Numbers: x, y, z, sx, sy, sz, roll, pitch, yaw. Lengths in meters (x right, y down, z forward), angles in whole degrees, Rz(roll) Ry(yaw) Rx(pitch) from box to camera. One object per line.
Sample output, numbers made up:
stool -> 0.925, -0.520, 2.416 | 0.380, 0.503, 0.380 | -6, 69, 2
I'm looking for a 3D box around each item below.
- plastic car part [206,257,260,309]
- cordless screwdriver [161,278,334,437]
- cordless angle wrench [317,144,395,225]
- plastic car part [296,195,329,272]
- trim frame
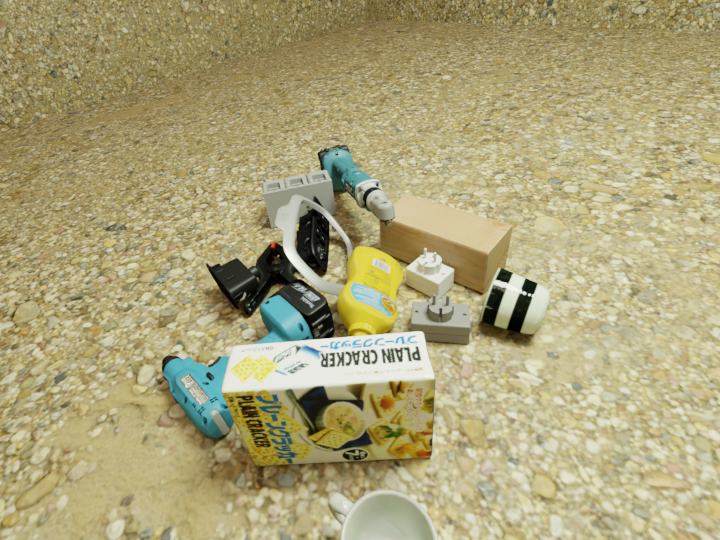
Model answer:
plastic car part -> -0.212, 0.016, 0.738 | 0.070, 0.063, 0.123 | -37, 36, -21
cordless screwdriver -> -0.168, 0.110, 0.633 | 0.168, 0.071, 0.245 | 26, 54, 38
cordless angle wrench -> -0.011, -0.181, 0.870 | 0.074, 0.095, 0.440 | -17, 27, -8
plastic car part -> -0.098, -0.069, 0.848 | 0.068, 0.063, 0.210 | -20, 37, 7
trim frame -> -0.074, -0.048, 0.754 | 0.028, 0.176, 0.256 | -40, 28, 26
